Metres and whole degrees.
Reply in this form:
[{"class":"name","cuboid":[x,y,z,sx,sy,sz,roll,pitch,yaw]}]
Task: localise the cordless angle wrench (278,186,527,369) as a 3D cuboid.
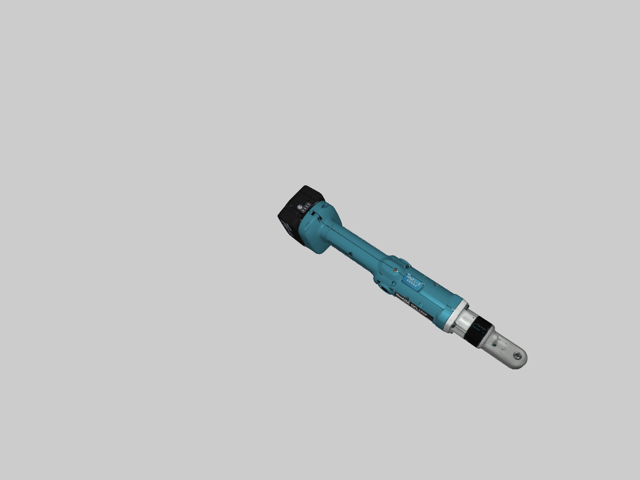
[{"class":"cordless angle wrench","cuboid":[0.113,0.055,0.650,0.423,0.074,0.098,35,-13,26]}]
